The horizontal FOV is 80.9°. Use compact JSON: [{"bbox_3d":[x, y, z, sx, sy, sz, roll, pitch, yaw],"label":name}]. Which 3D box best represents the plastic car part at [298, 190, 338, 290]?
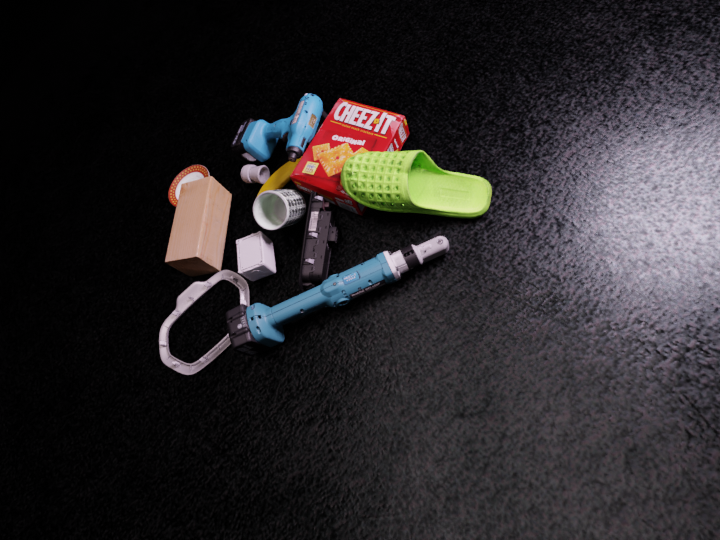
[{"bbox_3d":[-0.082,-0.054,0.839,0.068,0.064,0.205,8,71,8],"label":"plastic car part"}]

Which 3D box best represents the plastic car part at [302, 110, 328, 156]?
[{"bbox_3d":[-0.118,-0.314,0.985,0.074,0.062,0.118,-3,65,40],"label":"plastic car part"}]

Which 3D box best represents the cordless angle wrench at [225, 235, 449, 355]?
[{"bbox_3d":[-0.041,0.037,0.764,0.427,0.093,0.077,-24,63,9],"label":"cordless angle wrench"}]

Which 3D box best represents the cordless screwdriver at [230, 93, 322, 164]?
[{"bbox_3d":[-0.197,-0.294,0.958,0.260,0.070,0.161,-3,63,42],"label":"cordless screwdriver"}]

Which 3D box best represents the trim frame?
[{"bbox_3d":[-0.337,0.106,0.903,0.249,0.026,0.194,-43,55,3],"label":"trim frame"}]
